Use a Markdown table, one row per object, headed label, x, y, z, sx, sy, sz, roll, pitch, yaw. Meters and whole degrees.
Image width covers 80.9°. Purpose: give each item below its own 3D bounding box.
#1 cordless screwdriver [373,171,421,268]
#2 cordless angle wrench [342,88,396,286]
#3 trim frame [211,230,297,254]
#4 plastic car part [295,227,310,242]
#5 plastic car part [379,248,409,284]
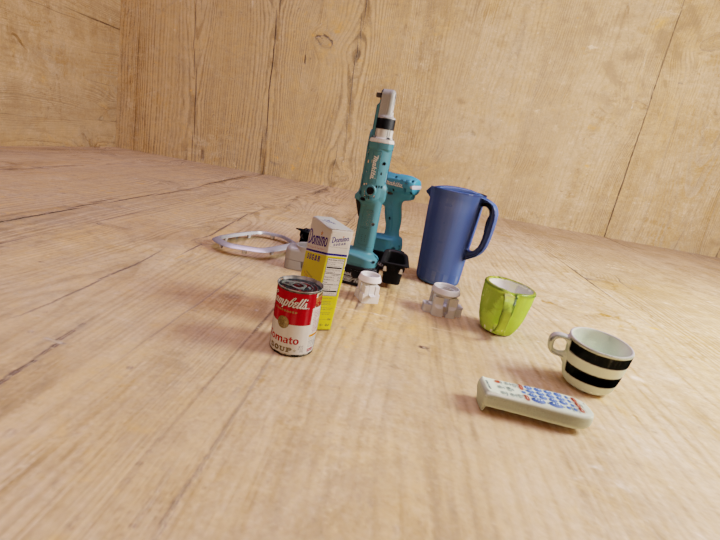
| label | x | y | z | sx | sy | sz | roll | pitch | yaw |
| --- | --- | --- | --- | --- | --- | --- | --- | --- | --- |
| cordless screwdriver | 0.058 | -0.136 | 1.113 | 0.168 | 0.246 | 0.071 | 21 | 18 | 35 |
| cordless angle wrench | 0.025 | -0.174 | 0.923 | 0.101 | 0.418 | 0.073 | 15 | 15 | 15 |
| trim frame | -0.273 | -0.075 | 1.113 | 0.192 | 0.027 | 0.241 | 17 | 18 | 23 |
| plastic car part | -0.110 | -0.072 | 1.124 | 0.063 | 0.066 | 0.214 | -1 | 19 | -34 |
| plastic car part | 0.076 | -0.002 | 0.989 | 0.067 | 0.070 | 0.116 | 12 | 16 | 5 |
